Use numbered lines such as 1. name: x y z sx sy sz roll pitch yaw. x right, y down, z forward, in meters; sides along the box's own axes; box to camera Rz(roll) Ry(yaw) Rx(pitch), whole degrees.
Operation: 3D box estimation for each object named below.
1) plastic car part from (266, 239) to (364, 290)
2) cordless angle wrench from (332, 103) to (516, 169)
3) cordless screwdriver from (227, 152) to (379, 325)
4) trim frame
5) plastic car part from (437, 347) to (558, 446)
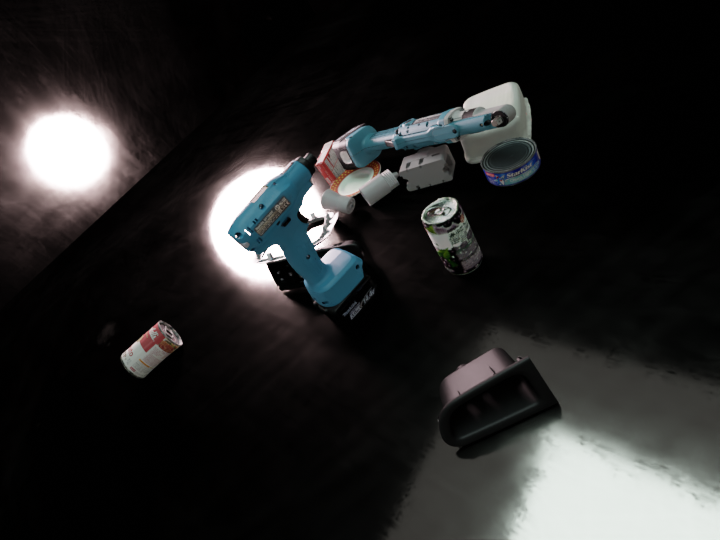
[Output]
1. plastic car part: -0.073 -0.013 0.772 0.211 0.065 0.066 -10 17 35
2. cordless angle wrench: 0.099 -0.255 0.796 0.097 0.072 0.444 -41 27 -23
3. cordless screwdriver: -0.061 -0.040 0.627 0.159 0.236 0.078 -51 35 -11
4. trim frame: -0.127 -0.071 0.846 0.186 0.027 0.252 -19 19 9
5. plastic car part: 0.127 0.124 0.446 0.118 0.064 0.072 -32 19 14
